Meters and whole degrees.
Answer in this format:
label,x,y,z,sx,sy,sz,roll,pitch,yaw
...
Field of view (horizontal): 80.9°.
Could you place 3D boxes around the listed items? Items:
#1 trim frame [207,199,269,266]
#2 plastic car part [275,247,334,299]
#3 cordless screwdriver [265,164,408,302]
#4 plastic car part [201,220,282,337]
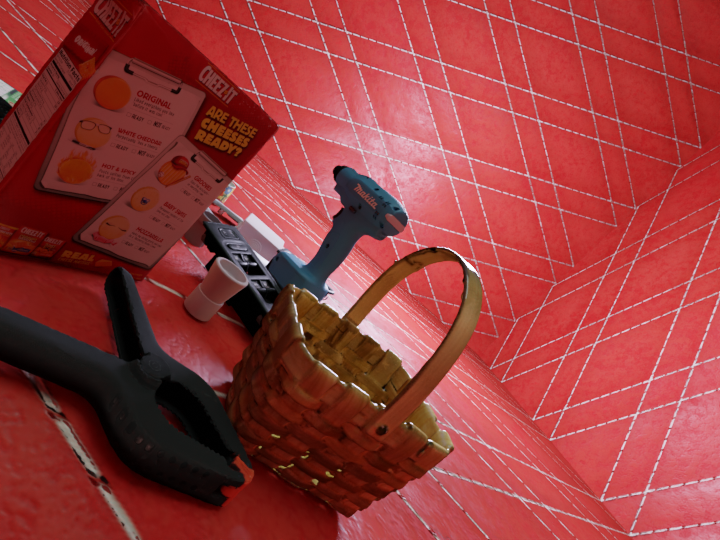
label,x,y,z,sx,sy,sz,roll,pitch,yaw
trim frame,-0.222,-0.064,0.799,0.237,0.027,0.192,39,8,-28
plastic car part,-0.110,0.024,0.718,0.118,0.071,0.065,44,8,4
cordless screwdriver,-0.062,-0.041,0.637,0.070,0.249,0.168,34,12,-51
plastic car part,-0.143,0.025,0.539,0.211,0.067,0.063,46,8,21
